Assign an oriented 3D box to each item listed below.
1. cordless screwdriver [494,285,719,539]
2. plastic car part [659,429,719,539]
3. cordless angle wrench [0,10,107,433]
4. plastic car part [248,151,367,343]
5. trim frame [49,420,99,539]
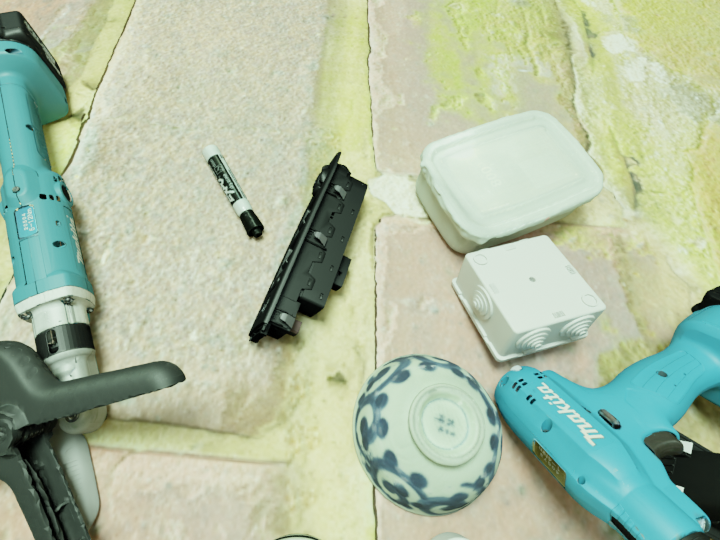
[{"bbox_3d":[0.248,0.100,0.300,0.246,0.072,0.167,-19,30,-11],"label":"cordless screwdriver"},{"bbox_3d":[0.293,0.173,0.304,0.120,0.069,0.066,29,67,13],"label":"plastic car part"},{"bbox_3d":[-0.298,-0.062,0.392,0.073,0.096,0.437,-22,70,-11],"label":"cordless angle wrench"},{"bbox_3d":[-0.039,-0.025,0.395,0.066,0.066,0.205,18,64,-7],"label":"plastic car part"},{"bbox_3d":[-0.287,0.188,0.301,0.182,0.027,0.258,-25,65,-12],"label":"trim frame"}]
